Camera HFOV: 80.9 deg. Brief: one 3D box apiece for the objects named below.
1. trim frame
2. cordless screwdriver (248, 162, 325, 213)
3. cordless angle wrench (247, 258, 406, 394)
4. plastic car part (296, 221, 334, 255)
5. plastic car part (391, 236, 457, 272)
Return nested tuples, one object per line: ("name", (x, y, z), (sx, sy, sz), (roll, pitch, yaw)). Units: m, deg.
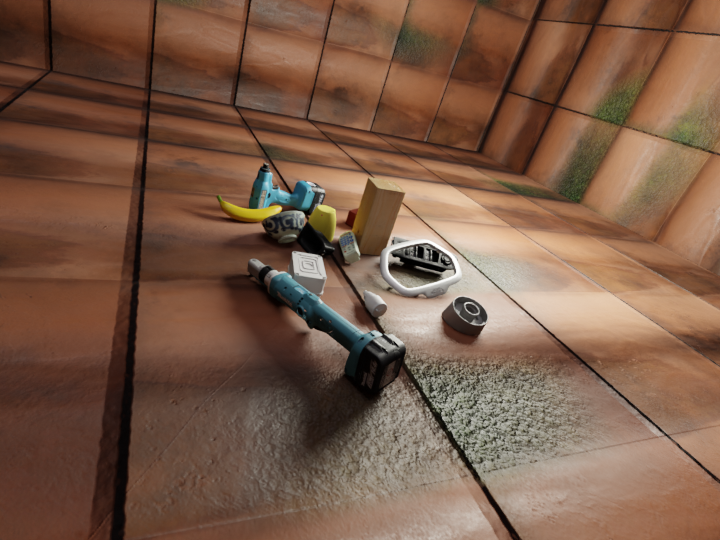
("trim frame", (0.163, -0.007, 1.158), (0.240, 0.027, 0.193), (-14, 54, -27))
("cordless screwdriver", (-0.228, -0.256, 1.339), (0.238, 0.157, 0.079), (-4, 34, -38))
("cordless angle wrench", (-0.103, 0.078, 0.859), (0.071, 0.096, 0.447), (-16, 38, -43))
("plastic car part", (-0.115, -0.075, 1.176), (0.067, 0.066, 0.123), (10, 27, -45))
("plastic car part", (0.182, -0.036, 1.239), (0.203, 0.066, 0.068), (12, 51, -1))
